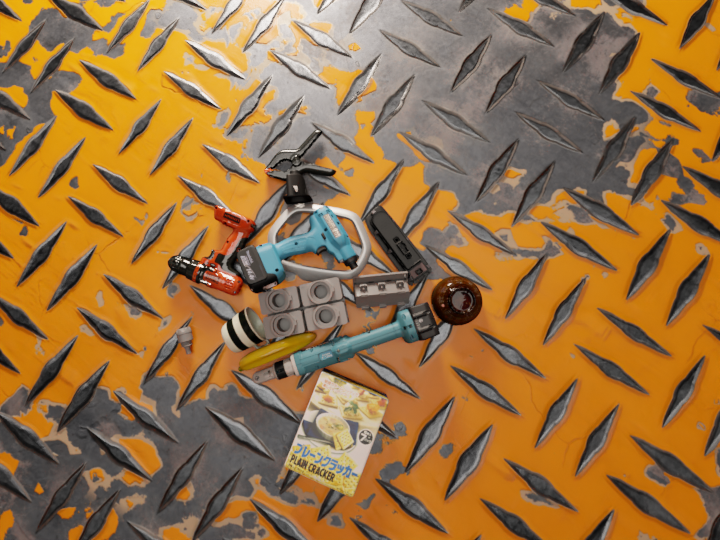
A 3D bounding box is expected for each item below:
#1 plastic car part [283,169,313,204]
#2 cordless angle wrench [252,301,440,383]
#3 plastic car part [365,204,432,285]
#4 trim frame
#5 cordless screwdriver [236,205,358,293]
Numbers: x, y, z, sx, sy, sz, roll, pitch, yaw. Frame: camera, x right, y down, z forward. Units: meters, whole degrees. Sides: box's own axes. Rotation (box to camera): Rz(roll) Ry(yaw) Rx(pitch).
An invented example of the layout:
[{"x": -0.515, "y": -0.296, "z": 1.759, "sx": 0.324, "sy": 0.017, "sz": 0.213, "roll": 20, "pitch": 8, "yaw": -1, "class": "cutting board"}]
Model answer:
[{"x": -0.148, "y": -0.194, "z": 0.974, "sx": 0.066, "sy": 0.116, "sz": 0.071, "roll": -7, "pitch": 88, "yaw": -2, "class": "plastic car part"}, {"x": -0.042, "y": 0.174, "z": 0.939, "sx": 0.425, "sy": 0.096, "sz": 0.075, "roll": -20, "pitch": 82, "yaw": 3, "class": "cordless angle wrench"}, {"x": 0.082, "y": -0.063, "z": 0.979, "sx": 0.066, "sy": 0.065, "sz": 0.207, "roll": -37, "pitch": 80, "yaw": 3, "class": "plastic car part"}, {"x": -0.098, "y": -0.064, "z": 1.003, "sx": 0.249, "sy": 0.027, "sz": 0.185, "roll": 8, "pitch": 82, "yaw": 2, "class": "trim frame"}, {"x": -0.137, "y": -0.026, "z": 0.937, "sx": 0.246, "sy": 0.073, "sz": 0.163, "roll": -29, "pitch": 75, "yaw": -11, "class": "cordless screwdriver"}]
